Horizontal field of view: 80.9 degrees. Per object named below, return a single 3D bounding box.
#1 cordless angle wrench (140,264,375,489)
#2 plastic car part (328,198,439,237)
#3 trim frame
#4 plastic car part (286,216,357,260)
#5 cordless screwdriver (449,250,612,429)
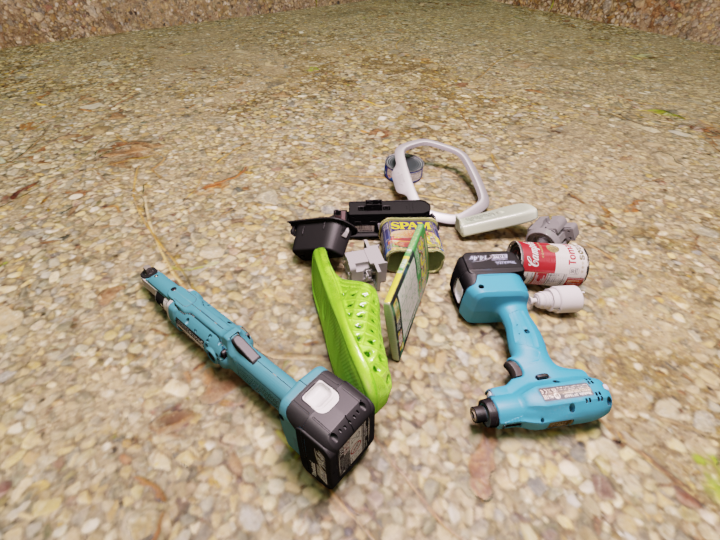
[{"bbox_3d":[-0.172,0.096,0.552,0.446,0.095,0.073,27,47,33],"label":"cordless angle wrench"},{"bbox_3d":[0.042,-0.101,0.777,0.204,0.065,0.068,2,37,3],"label":"plastic car part"},{"bbox_3d":[0.159,-0.189,0.873,0.182,0.027,0.258,-5,56,-9],"label":"trim frame"},{"bbox_3d":[-0.069,-0.045,0.703,0.122,0.062,0.072,0,63,37],"label":"plastic car part"},{"bbox_3d":[0.185,0.086,0.565,0.157,0.072,0.259,-7,46,-8],"label":"cordless screwdriver"}]
